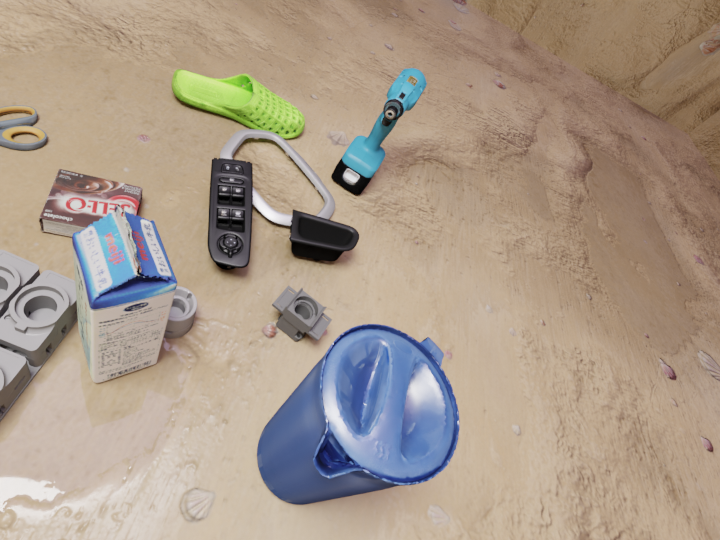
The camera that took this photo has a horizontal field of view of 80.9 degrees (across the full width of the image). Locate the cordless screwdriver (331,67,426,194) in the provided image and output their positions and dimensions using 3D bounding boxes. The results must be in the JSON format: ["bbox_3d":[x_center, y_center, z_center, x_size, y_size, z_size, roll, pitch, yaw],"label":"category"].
[{"bbox_3d":[0.026,-0.243,0.784,0.074,0.250,0.160,33,46,-7],"label":"cordless screwdriver"}]

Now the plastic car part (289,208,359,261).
[{"bbox_3d":[-0.068,-0.045,0.700,0.113,0.071,0.068,15,50,-18],"label":"plastic car part"}]

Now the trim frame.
[{"bbox_3d":[-0.151,-0.174,0.788,0.255,0.027,0.179,48,48,13],"label":"trim frame"}]

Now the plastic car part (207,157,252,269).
[{"bbox_3d":[-0.207,-0.084,0.660,0.064,0.067,0.210,7,52,-26],"label":"plastic car part"}]
